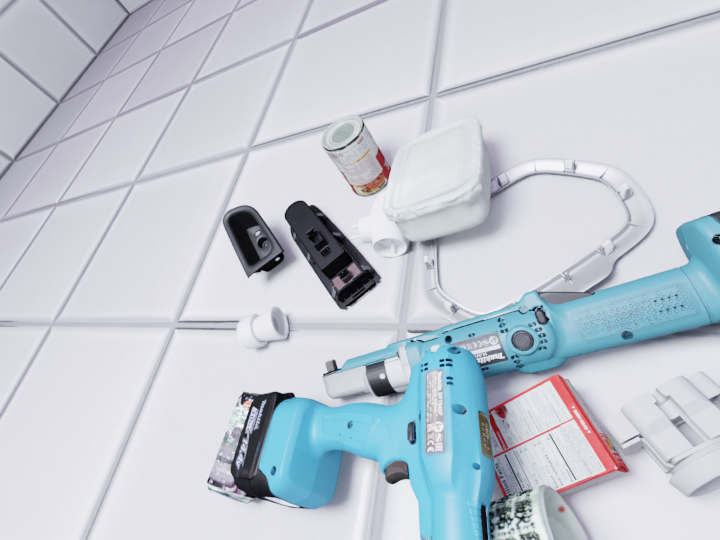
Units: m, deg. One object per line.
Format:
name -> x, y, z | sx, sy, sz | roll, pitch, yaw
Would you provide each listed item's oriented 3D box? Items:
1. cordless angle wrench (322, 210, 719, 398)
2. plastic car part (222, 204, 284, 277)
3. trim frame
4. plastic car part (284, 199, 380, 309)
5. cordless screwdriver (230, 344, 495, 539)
cordless angle wrench -> 0.147, 0.057, 0.377 | 0.433, 0.071, 0.100 | -22, 78, 24
plastic car part -> -0.157, -0.044, 0.651 | 0.066, 0.067, 0.122 | -36, 62, 4
trim frame -> 0.174, -0.038, 0.463 | 0.250, 0.026, 0.194 | -34, 48, 6
plastic car part -> -0.058, -0.038, 0.593 | 0.066, 0.063, 0.214 | -45, 43, 7
cordless screwdriver -> -0.009, 0.166, 0.358 | 0.256, 0.071, 0.163 | -24, 41, 34
